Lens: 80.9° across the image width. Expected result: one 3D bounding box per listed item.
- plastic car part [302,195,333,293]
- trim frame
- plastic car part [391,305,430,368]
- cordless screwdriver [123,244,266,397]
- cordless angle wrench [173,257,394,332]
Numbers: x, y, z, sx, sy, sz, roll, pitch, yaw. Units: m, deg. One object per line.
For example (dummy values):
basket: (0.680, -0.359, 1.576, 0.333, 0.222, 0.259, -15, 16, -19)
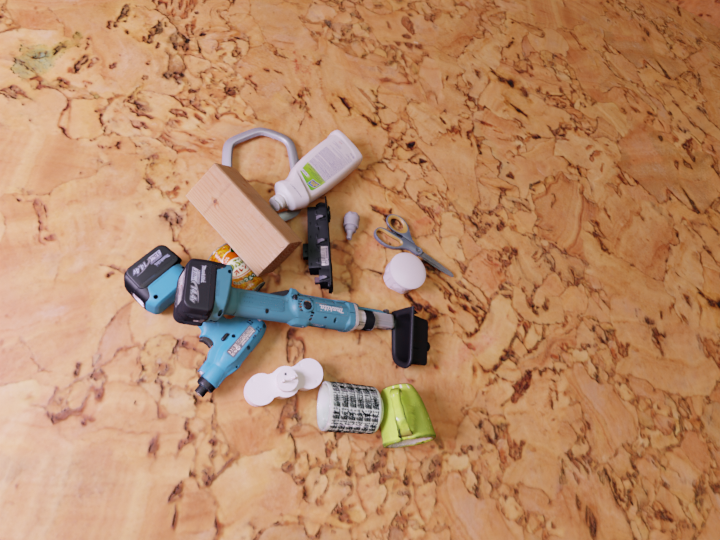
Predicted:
plastic car part: (-0.085, -0.056, 0.870, 0.068, 0.064, 0.208, -4, 66, 7)
trim frame: (-0.208, -0.210, 0.921, 0.179, 0.027, 0.256, -3, 65, -17)
plastic car part: (0.105, 0.138, 0.836, 0.068, 0.067, 0.119, 14, 65, -29)
cordless screwdriver: (-0.301, 0.084, 0.729, 0.248, 0.075, 0.158, 39, 59, -1)
cordless angle wrench: (-0.109, 0.069, 0.757, 0.404, 0.075, 0.101, 13, 57, -28)
